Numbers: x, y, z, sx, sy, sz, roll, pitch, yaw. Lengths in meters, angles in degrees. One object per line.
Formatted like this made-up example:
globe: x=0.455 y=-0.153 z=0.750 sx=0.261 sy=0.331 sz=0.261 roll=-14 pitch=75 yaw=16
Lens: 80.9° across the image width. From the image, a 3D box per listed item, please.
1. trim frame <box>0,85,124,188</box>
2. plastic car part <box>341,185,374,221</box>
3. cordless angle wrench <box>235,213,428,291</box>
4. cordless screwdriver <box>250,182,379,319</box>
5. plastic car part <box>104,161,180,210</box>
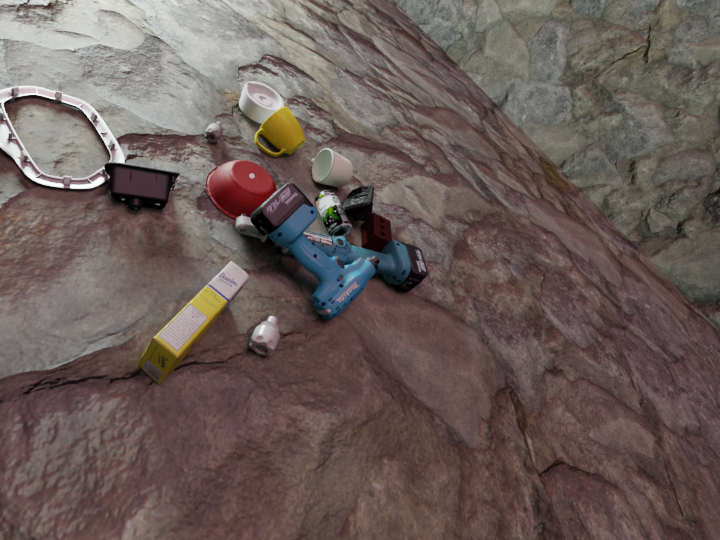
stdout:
trim frame: x=-0.520 y=-0.234 z=0.723 sx=0.178 sy=0.028 sz=0.255 roll=-23 pitch=71 yaw=-46
plastic car part: x=0.005 y=-0.158 z=0.994 sx=0.206 sy=0.067 sz=0.065 roll=-83 pitch=151 yaw=-64
cordless angle wrench: x=-0.053 y=-0.044 z=0.876 sx=0.406 sy=0.075 sz=0.101 roll=13 pitch=48 yaw=-25
cordless screwdriver: x=-0.077 y=-0.050 z=0.786 sx=0.157 sy=0.076 sz=0.244 roll=-42 pitch=101 yaw=-26
plastic car part: x=-0.376 y=-0.137 z=0.723 sx=0.111 sy=0.067 sz=0.072 roll=2 pitch=69 yaw=-35
